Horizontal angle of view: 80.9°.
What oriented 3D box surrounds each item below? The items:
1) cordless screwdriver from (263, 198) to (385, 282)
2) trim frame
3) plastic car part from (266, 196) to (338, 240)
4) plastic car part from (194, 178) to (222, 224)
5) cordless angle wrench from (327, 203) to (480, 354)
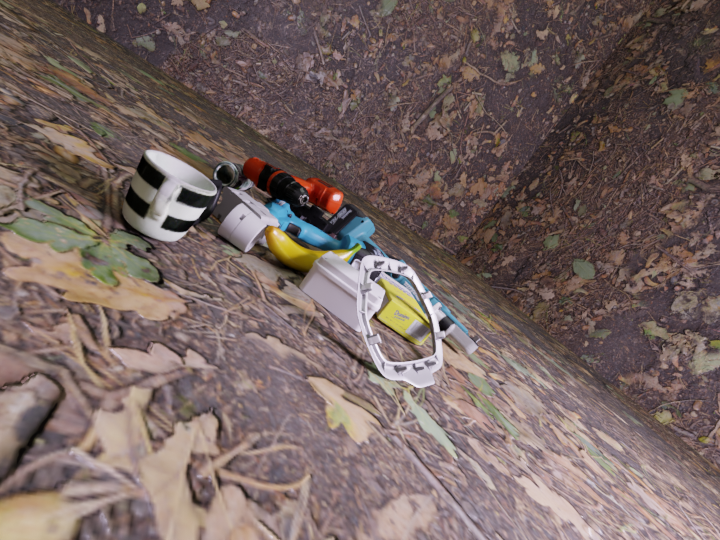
[{"bbox_3d":[-0.076,-0.050,0.774,0.247,0.074,0.160,29,13,-4],"label":"cordless screwdriver"},{"bbox_3d":[0.064,0.069,0.597,0.236,0.028,0.188,15,59,-57],"label":"trim frame"},{"bbox_3d":[-0.128,-0.123,0.956,0.209,0.067,0.064,35,19,15],"label":"plastic car part"},{"bbox_3d":[-0.245,-0.109,0.599,0.070,0.065,0.119,18,12,-10],"label":"plastic car part"},{"bbox_3d":[0.081,0.016,0.915,0.444,0.098,0.071,47,-2,30],"label":"cordless angle wrench"}]
